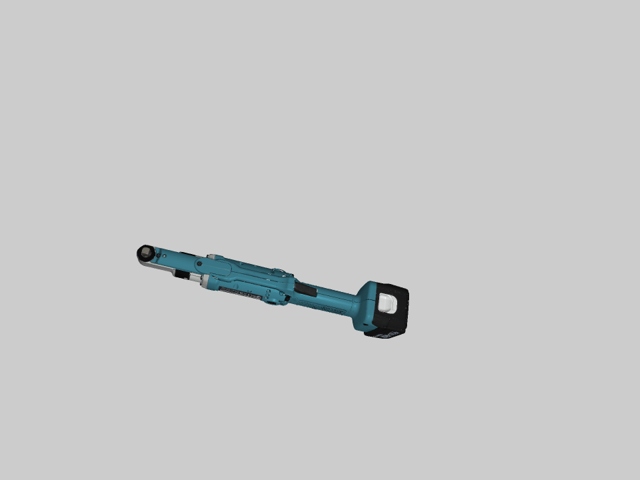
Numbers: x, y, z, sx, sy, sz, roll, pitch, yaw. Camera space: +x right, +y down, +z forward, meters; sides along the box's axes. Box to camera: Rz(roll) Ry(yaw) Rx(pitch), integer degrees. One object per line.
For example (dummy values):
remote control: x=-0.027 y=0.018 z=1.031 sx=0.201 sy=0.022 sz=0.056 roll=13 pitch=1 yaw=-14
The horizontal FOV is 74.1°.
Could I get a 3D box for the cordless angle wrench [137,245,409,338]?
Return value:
cordless angle wrench: x=-0.069 y=0.074 z=0.669 sx=0.423 sy=0.074 sz=0.098 roll=15 pitch=-24 yaw=-11
